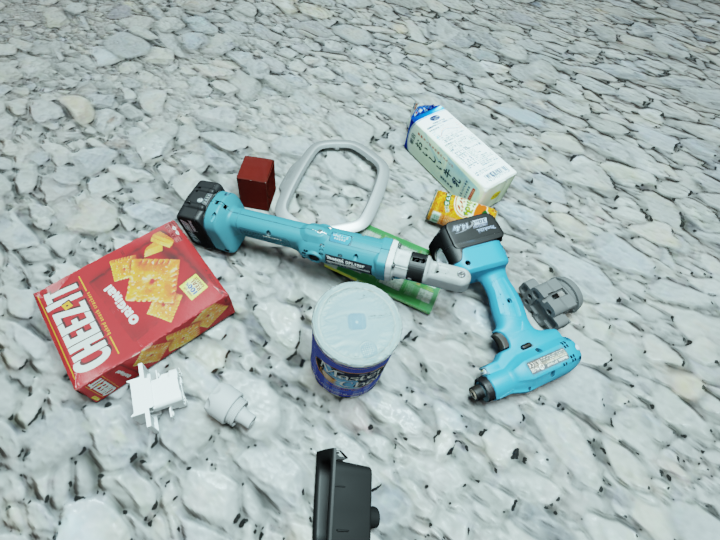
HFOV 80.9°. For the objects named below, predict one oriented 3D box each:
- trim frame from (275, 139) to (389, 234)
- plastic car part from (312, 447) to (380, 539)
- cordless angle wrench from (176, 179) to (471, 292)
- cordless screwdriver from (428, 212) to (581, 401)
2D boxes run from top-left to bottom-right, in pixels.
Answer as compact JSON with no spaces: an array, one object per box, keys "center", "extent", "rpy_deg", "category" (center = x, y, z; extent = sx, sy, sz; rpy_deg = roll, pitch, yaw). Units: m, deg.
[{"center":[-0.050,-0.151,0.747],"extent":[0.188,0.027,0.251],"rpy_deg":[14,57,10],"category":"trim frame"},{"center":[-0.014,0.267,0.476],"extent":[0.069,0.066,0.120],"rpy_deg":[8,60,-17],"category":"plastic car part"},{"center":[-0.060,-0.039,0.610],"extent":[0.435,0.094,0.075],"rpy_deg":[15,61,15],"category":"cordless angle wrench"},{"center":[0.176,0.049,0.601],"extent":[0.156,0.073,0.257],"rpy_deg":[-20,69,-14],"category":"cordless screwdriver"}]
